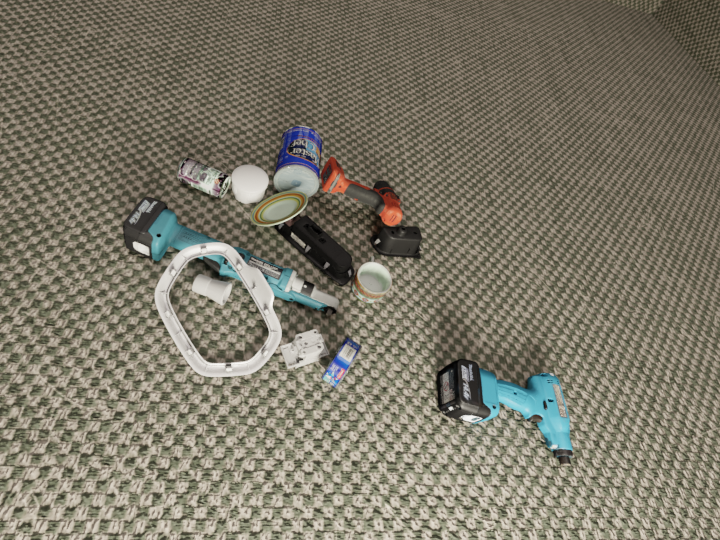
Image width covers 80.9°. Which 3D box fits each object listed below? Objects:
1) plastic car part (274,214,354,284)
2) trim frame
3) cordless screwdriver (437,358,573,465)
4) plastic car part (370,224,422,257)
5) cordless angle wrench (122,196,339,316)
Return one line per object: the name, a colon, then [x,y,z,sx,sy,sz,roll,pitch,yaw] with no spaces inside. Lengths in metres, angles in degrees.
plastic car part: [-0.087,-0.057,0.893,0.208,0.067,0.065,44,48,12]
trim frame: [-0.244,0.066,0.738,0.181,0.028,0.251,-30,83,-22]
cordless screwdriver: [0.269,0.255,0.769,0.243,0.074,0.163,12,54,-13]
plastic car part: [0.089,-0.072,0.946,0.113,0.070,0.068,3,56,-20]
cordless angle wrench: [-0.237,-0.012,0.812,0.421,0.074,0.099,23,53,-3]
